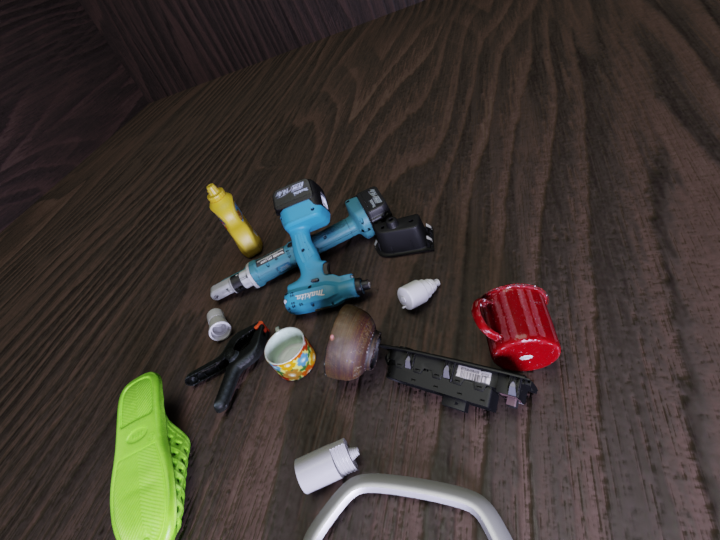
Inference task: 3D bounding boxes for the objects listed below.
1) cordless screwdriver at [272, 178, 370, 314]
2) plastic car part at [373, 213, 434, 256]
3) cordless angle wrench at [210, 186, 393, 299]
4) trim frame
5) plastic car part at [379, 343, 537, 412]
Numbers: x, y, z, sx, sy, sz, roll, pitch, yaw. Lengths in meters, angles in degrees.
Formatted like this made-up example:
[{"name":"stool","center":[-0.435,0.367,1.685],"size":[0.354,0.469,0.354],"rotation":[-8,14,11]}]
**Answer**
[{"name":"cordless screwdriver","center":[-0.078,-0.051,0.801],"size":[0.162,0.071,0.255],"rotation":[-16,71,15]},{"name":"plastic car part","center":[0.075,-0.072,0.805],"size":[0.120,0.067,0.067],"rotation":[-8,41,19]},{"name":"cordless angle wrench","center":[-0.135,-0.039,0.896],"size":[0.425,0.071,0.102],"rotation":[-27,39,6]},{"name":"trim frame","center":[0.047,0.314,0.440],"size":[0.257,0.026,0.187],"rotation":[-5,44,24]},{"name":"plastic car part","center":[0.116,0.144,0.561],"size":[0.214,0.062,0.067],"rotation":[11,78,37]}]
